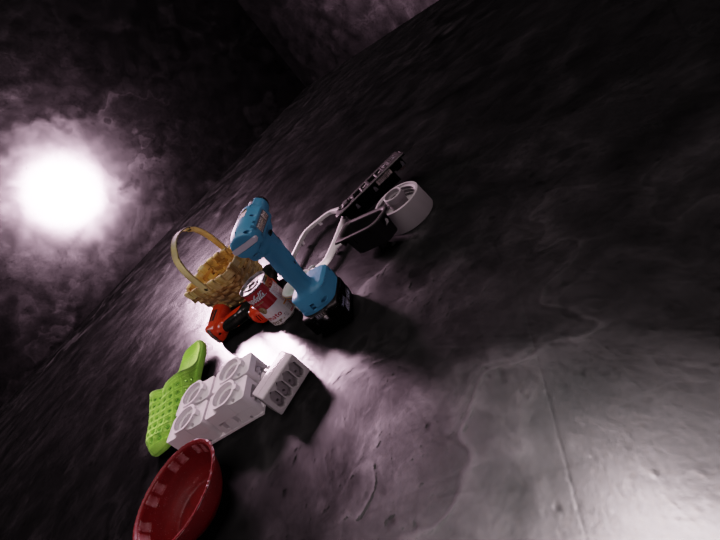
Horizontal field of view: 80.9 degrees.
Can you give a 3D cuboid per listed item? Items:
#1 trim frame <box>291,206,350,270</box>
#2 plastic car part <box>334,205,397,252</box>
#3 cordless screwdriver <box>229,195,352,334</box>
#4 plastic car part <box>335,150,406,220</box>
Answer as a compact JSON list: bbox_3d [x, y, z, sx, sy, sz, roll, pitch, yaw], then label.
[{"bbox_3d":[-0.098,-0.064,1.001,0.190,0.026,0.251,-21,35,36],"label":"trim frame"},{"bbox_3d":[0.020,-0.069,0.811,0.121,0.068,0.066,-17,35,41],"label":"plastic car part"},{"bbox_3d":[-0.116,-0.016,0.732,0.075,0.239,0.163,-34,26,19],"label":"cordless screwdriver"},{"bbox_3d":[0.027,-0.182,0.962,0.204,0.064,0.069,-39,26,7],"label":"plastic car part"}]
